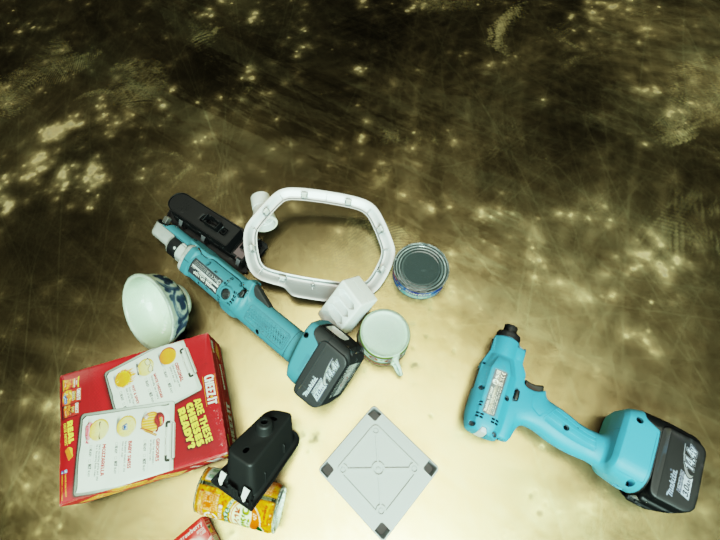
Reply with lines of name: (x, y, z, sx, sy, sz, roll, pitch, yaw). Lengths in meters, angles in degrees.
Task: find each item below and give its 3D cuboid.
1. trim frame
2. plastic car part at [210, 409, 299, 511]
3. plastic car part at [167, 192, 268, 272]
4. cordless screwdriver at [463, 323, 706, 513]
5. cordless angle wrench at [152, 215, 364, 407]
trim frame: (-0.067, -0.044, 0.686, 0.248, 0.027, 0.186, 10, 78, 0)
plastic car part: (-0.126, 0.220, 0.533, 0.069, 0.069, 0.115, 19, 36, 22)
plastic car part: (-0.261, -0.076, 0.728, 0.211, 0.064, 0.066, 30, 76, 21)
cordless screwdriver: (0.276, 0.180, 0.544, 0.257, 0.071, 0.160, 20, 67, 18)
cordless angle wrench: (-0.190, 0.036, 0.653, 0.442, 0.071, 0.098, 34, 97, 24)
